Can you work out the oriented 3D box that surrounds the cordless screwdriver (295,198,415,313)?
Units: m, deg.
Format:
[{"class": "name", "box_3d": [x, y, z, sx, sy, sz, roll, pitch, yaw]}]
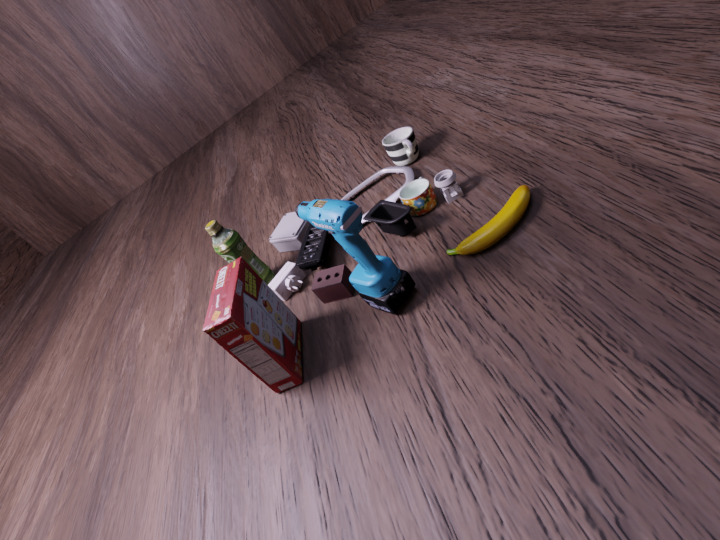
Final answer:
[{"class": "cordless screwdriver", "box_3d": [-0.015, -0.033, 0.771, 0.074, 0.237, 0.168, -50, 35, -19]}]

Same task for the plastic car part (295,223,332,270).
[{"class": "plastic car part", "box_3d": [-0.101, -0.066, 1.037, 0.068, 0.064, 0.208, -22, 38, 23]}]

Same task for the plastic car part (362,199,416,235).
[{"class": "plastic car part", "box_3d": [0.074, -0.105, 0.921, 0.066, 0.067, 0.123, -47, 35, -13]}]

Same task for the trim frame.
[{"class": "trim frame", "box_3d": [0.029, -0.187, 1.090, 0.250, 0.026, 0.193, -34, 35, 6]}]
